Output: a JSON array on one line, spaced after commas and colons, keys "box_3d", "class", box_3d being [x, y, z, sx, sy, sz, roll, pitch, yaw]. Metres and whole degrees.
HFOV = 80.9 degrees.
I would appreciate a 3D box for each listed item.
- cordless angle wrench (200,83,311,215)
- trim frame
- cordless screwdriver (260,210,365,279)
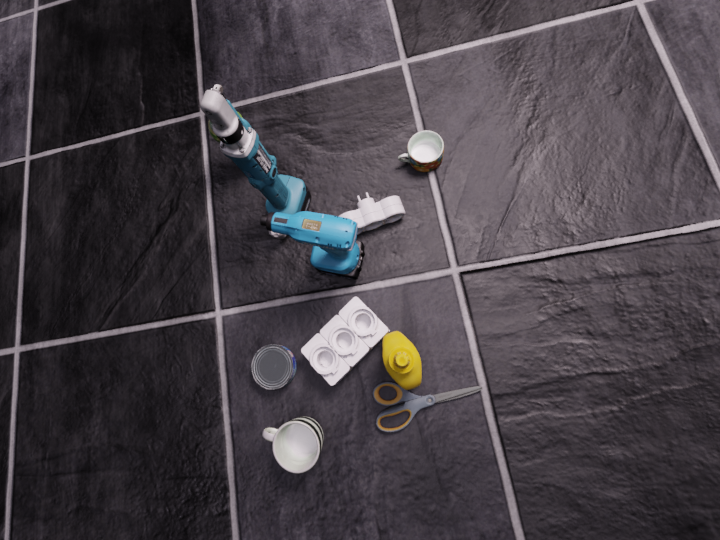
[{"box_3d": [-0.173, -0.177, 0.737, 0.076, 0.411, 0.098, 16, 81, 9], "class": "cordless angle wrench"}, {"box_3d": [0.080, 0.320, 0.761, 0.248, 0.027, 0.190, -40, 72, -1], "class": "trim frame"}, {"box_3d": [-0.076, -0.049, 0.774, 0.163, 0.242, 0.075, 12, 80, 10], "class": "cordless screwdriver"}]
